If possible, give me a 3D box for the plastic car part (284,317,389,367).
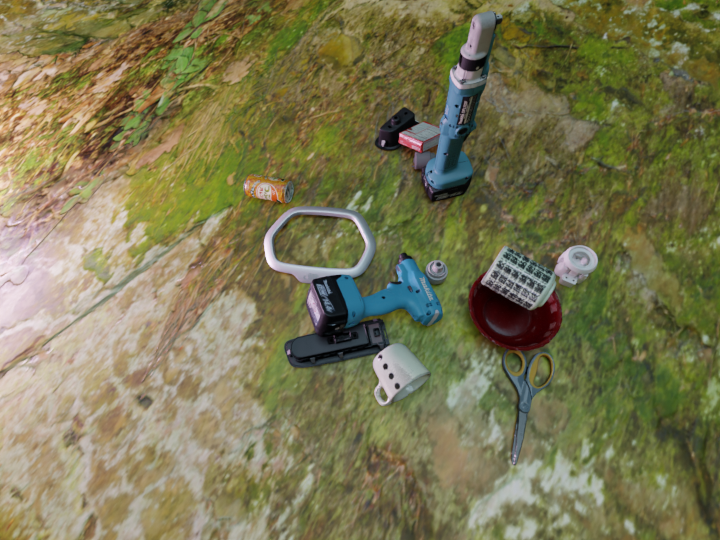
[{"bbox_3d":[-0.049,0.140,0.809,0.204,0.065,0.068,-13,72,4],"label":"plastic car part"}]

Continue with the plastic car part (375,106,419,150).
[{"bbox_3d":[0.089,-0.346,1.015,0.115,0.068,0.069,-41,67,-16],"label":"plastic car part"}]

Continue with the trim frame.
[{"bbox_3d":[-0.091,-0.059,0.927,0.252,0.026,0.187,4,64,8],"label":"trim frame"}]

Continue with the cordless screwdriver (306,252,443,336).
[{"bbox_3d":[0.021,0.038,0.809,0.242,0.073,0.166,-5,51,-18],"label":"cordless screwdriver"}]

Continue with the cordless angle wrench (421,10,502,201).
[{"bbox_3d":[0.180,-0.274,0.776,0.098,0.409,0.077,-13,66,-3],"label":"cordless angle wrench"}]
